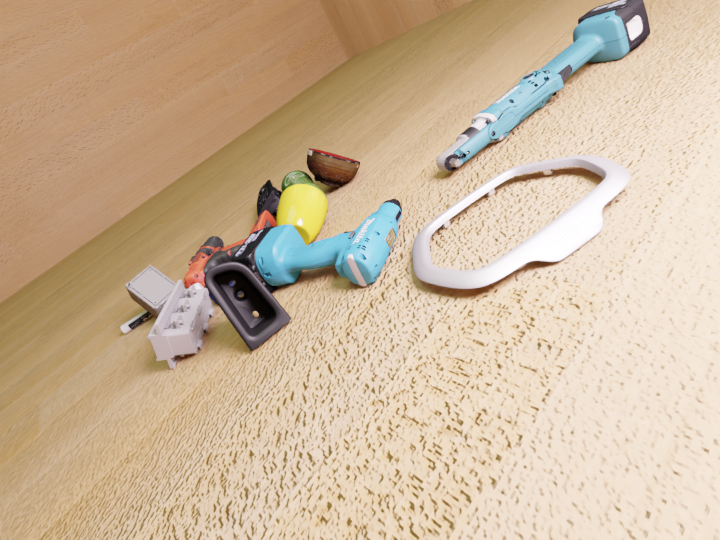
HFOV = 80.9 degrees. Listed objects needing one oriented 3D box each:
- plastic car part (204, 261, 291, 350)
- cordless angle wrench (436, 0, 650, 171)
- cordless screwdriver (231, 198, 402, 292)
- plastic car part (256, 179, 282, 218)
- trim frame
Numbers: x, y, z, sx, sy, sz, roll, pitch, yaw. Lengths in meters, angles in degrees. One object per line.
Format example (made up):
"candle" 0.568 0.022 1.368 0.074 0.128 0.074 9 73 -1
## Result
"plastic car part" -0.157 0.039 0.571 0.065 0.116 0.072 -38 2 -14
"cordless angle wrench" 0.284 -0.292 0.687 0.421 0.071 0.103 -39 27 -8
"cordless screwdriver" -0.062 -0.040 0.629 0.259 0.071 0.159 -6 37 34
"plastic car part" -0.200 -0.162 0.959 0.066 0.064 0.212 -66 25 13
"trim frame" 0.167 -0.059 0.475 0.247 0.026 0.192 -34 27 -7
